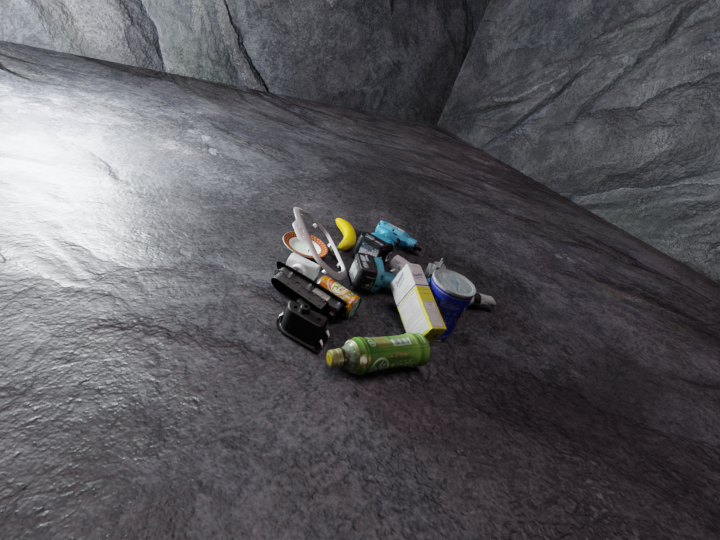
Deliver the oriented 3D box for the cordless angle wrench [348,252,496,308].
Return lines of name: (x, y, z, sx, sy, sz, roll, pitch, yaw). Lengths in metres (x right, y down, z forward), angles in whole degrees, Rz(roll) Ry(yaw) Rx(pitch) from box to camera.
cordless angle wrench: (0.178, 0.047, 1.127, 0.413, 0.073, 0.101, 13, 30, -14)

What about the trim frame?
trim frame: (-0.109, -0.071, 1.112, 0.174, 0.028, 0.260, 34, 25, -51)

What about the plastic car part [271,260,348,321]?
plastic car part: (-0.127, 0.054, 0.959, 0.212, 0.064, 0.066, 35, 58, 23)

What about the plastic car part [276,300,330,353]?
plastic car part: (-0.115, 0.104, 0.866, 0.119, 0.070, 0.065, 29, 29, 10)

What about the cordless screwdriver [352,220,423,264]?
cordless screwdriver: (0.088, -0.075, 1.274, 0.164, 0.073, 0.243, 28, 27, 14)
